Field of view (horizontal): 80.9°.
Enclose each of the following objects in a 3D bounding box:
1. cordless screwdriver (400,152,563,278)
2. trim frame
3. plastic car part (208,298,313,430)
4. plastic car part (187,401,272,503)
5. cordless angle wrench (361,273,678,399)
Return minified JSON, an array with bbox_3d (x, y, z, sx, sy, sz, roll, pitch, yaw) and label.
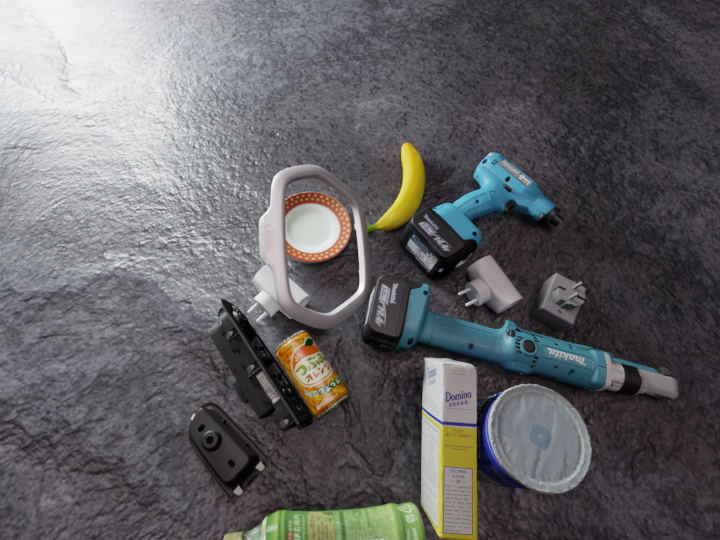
[{"bbox_3d":[0.195,-0.077,0.669,0.245,0.073,0.165,-37,71,-22],"label":"cordless screwdriver"},{"bbox_3d":[-0.061,-0.040,0.620,0.175,0.028,0.252,4,75,-35],"label":"trim frame"},{"bbox_3d":[-0.144,0.130,0.569,0.067,0.064,0.210,-38,70,8],"label":"plastic car part"},{"bbox_3d":[-0.172,0.215,0.517,0.120,0.070,0.065,42,67,13],"label":"plastic car part"},{"bbox_3d":[0.217,0.108,0.581,0.426,0.073,0.099,15,65,4],"label":"cordless angle wrench"}]
